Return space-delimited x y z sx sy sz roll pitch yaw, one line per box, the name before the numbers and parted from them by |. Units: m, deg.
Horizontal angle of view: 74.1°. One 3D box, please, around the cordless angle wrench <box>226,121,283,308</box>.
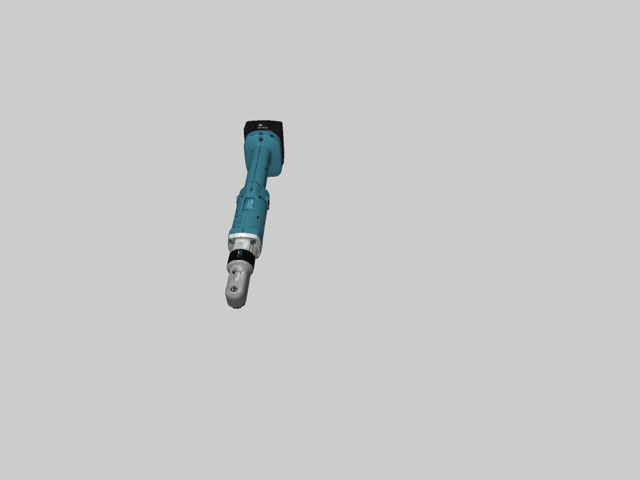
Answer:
cordless angle wrench | -0.115 -0.064 0.730 0.074 0.421 0.098 1 -45 1
